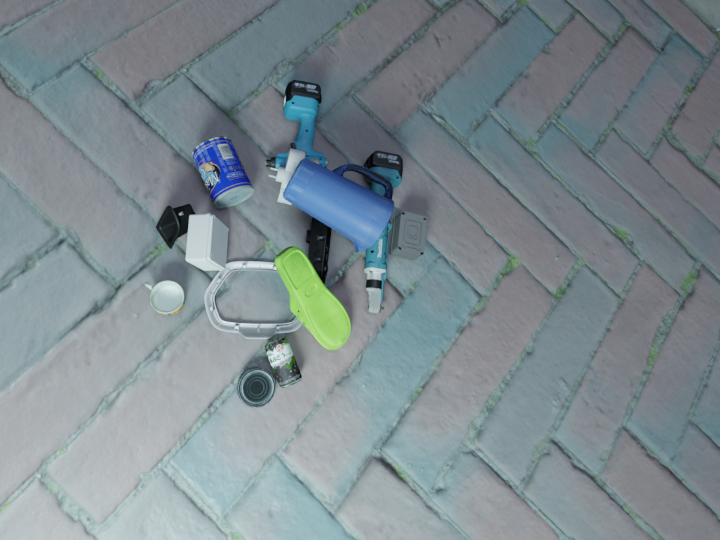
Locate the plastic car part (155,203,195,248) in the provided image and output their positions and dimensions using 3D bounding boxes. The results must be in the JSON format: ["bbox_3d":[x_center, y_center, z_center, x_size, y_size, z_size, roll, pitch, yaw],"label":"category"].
[{"bbox_3d":[-0.413,-0.112,0.968,0.069,0.119,0.066,-35,89,-45],"label":"plastic car part"}]

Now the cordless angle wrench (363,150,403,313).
[{"bbox_3d":[0.046,-0.102,1.101,0.096,0.075,0.428,8,75,-14],"label":"cordless angle wrench"}]

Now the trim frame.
[{"bbox_3d":[-0.240,0.068,0.999,0.242,0.028,0.187,4,75,-15],"label":"trim frame"}]

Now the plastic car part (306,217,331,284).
[{"bbox_3d":[-0.103,-0.067,1.055,0.067,0.065,0.206,1,73,-2],"label":"plastic car part"}]

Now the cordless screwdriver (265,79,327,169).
[{"bbox_3d":[-0.174,-0.374,1.120,0.155,0.075,0.252,-1,79,-15],"label":"cordless screwdriver"}]
